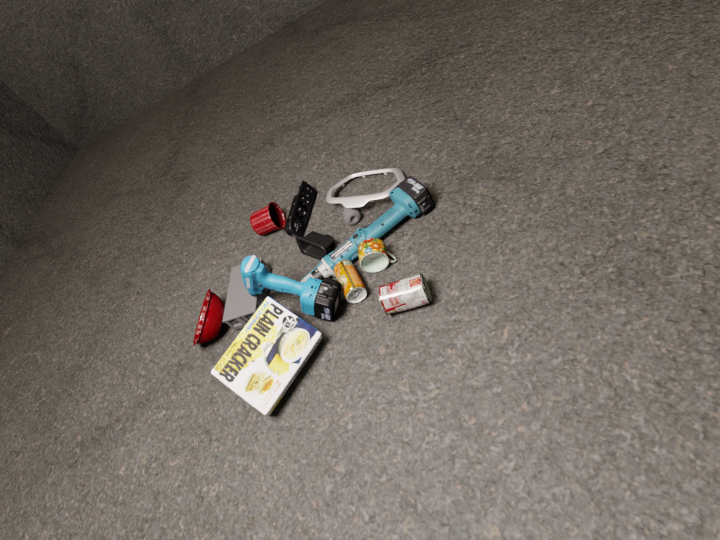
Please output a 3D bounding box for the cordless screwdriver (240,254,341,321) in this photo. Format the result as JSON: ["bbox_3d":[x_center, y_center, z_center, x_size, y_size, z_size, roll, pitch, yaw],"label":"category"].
[{"bbox_3d":[-0.175,0.053,1.046,0.252,0.155,0.075,19,58,7],"label":"cordless screwdriver"}]

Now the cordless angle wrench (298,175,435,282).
[{"bbox_3d":[0.000,-0.076,1.104,0.423,0.070,0.103,-39,44,2],"label":"cordless angle wrench"}]

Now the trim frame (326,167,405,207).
[{"bbox_3d":[0.012,-0.243,1.232,0.260,0.026,0.184,1,42,31],"label":"trim frame"}]

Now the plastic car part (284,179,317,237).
[{"bbox_3d":[-0.194,-0.185,1.318,0.069,0.063,0.207,-19,47,31],"label":"plastic car part"}]

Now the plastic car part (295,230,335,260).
[{"bbox_3d":[-0.116,-0.076,1.188,0.123,0.063,0.070,17,51,37],"label":"plastic car part"}]
